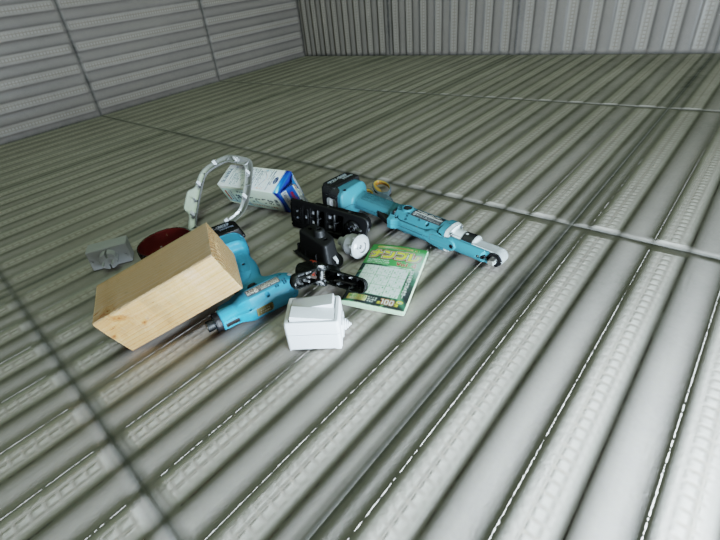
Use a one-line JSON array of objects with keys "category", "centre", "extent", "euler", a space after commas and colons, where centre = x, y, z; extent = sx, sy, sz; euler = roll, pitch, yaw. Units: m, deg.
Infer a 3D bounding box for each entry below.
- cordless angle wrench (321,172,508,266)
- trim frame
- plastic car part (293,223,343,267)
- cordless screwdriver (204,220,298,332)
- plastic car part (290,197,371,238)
[{"category": "cordless angle wrench", "centre": [0.092, -0.103, 0.851], "extent": [0.096, 0.072, 0.448], "euler": [-32, 43, -31]}, {"category": "trim frame", "centre": [-0.345, -0.189, 1.024], "extent": [0.189, 0.026, 0.255], "euler": [-13, 59, 18]}, {"category": "plastic car part", "centre": [-0.080, -0.052, 0.814], "extent": [0.064, 0.068, 0.123], "euler": [-26, 35, -25]}, {"category": "cordless screwdriver", "centre": [-0.238, 0.009, 0.764], "extent": [0.156, 0.071, 0.263], "euler": [-28, 42, -23]}, {"category": "plastic car part", "centre": [-0.058, -0.107, 0.898], "extent": [0.214, 0.065, 0.064], "euler": [20, 25, 36]}]
